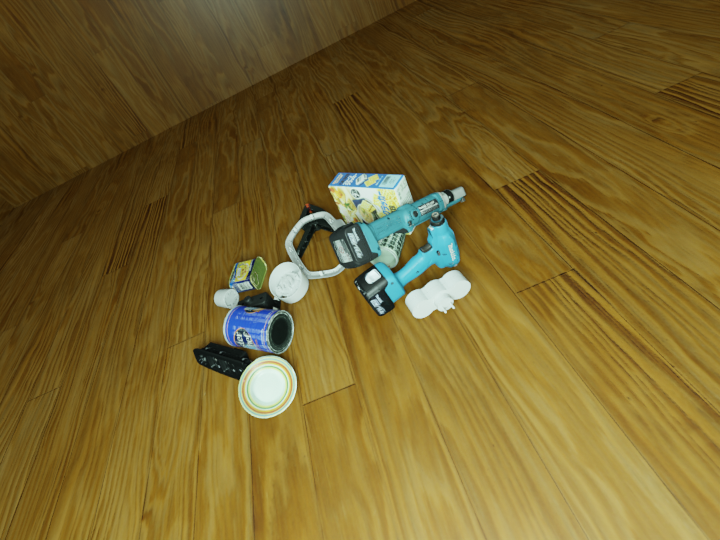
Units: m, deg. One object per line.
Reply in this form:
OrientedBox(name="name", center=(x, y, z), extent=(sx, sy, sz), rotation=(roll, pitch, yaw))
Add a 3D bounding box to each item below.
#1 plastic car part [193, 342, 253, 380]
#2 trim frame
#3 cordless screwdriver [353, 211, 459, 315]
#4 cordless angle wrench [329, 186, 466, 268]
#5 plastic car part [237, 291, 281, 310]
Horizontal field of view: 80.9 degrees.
OrientedBox(name="plastic car part", center=(-0.332, 0.215, 1.036), extent=(0.212, 0.063, 0.067), rotation=(2, 39, 32))
OrientedBox(name="trim frame", center=(-0.118, -0.077, 1.202), extent=(0.184, 0.026, 0.262), rotation=(-32, 50, -2))
OrientedBox(name="cordless screwdriver", center=(0.104, -0.017, 0.949), extent=(0.248, 0.151, 0.078), rotation=(-33, 43, -2))
OrientedBox(name="cordless angle wrench", center=(0.116, -0.130, 1.031), extent=(0.412, 0.097, 0.077), rotation=(-28, 6, -30))
OrientedBox(name="plastic car part", center=(-0.278, 0.094, 1.121), extent=(0.118, 0.067, 0.068), rotation=(-15, 40, 12))
